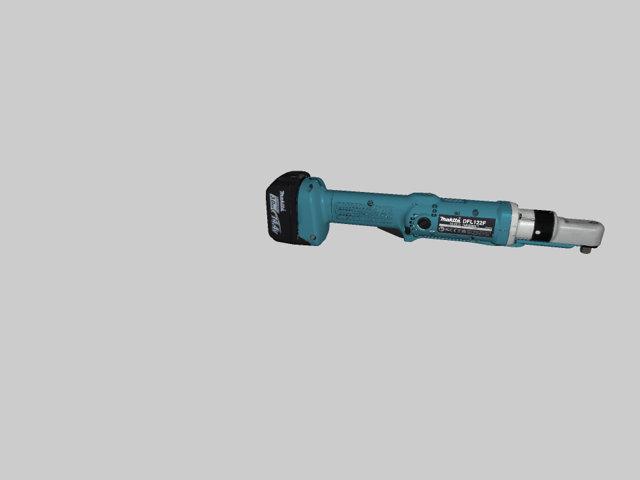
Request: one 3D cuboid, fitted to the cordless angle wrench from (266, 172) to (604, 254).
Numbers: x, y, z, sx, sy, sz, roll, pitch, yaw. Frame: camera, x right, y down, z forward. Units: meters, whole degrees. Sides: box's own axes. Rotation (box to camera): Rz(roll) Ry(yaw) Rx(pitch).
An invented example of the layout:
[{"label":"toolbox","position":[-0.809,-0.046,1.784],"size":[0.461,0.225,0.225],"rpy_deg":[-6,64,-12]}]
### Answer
[{"label":"cordless angle wrench","position":[0.138,-0.030,0.566],"size":[0.423,0.098,0.074],"rpy_deg":[6,26,15]}]
